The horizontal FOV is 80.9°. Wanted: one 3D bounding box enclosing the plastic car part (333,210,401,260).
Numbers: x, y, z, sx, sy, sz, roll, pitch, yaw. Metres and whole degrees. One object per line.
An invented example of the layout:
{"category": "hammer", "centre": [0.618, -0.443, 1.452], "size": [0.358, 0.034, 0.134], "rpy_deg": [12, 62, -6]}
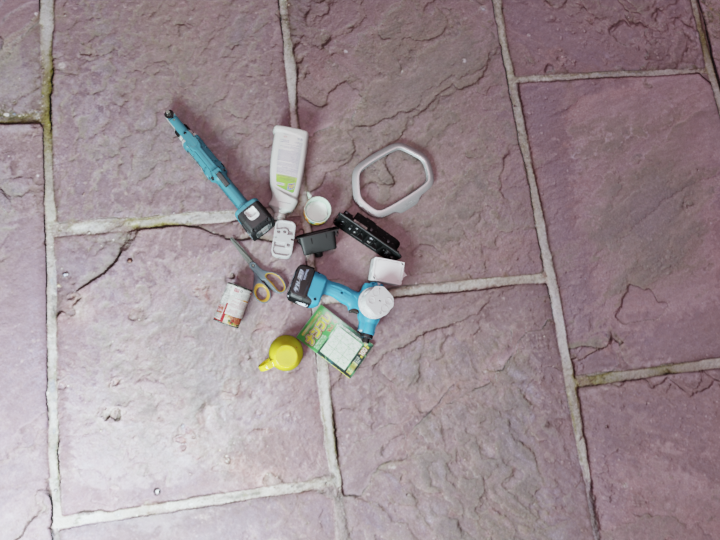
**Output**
{"category": "plastic car part", "centre": [0.027, -0.098, 1.142], "size": [0.204, 0.066, 0.066], "rpy_deg": [38, 54, 2]}

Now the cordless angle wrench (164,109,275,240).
{"category": "cordless angle wrench", "centre": [-0.385, -0.264, 1.119], "size": [0.074, 0.097, 0.429], "rpy_deg": [-39, 83, -10]}

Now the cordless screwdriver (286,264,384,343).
{"category": "cordless screwdriver", "centre": [-0.066, 0.084, 1.088], "size": [0.246, 0.074, 0.161], "rpy_deg": [15, 71, -7]}

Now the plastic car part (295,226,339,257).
{"category": "plastic car part", "centre": [-0.110, -0.072, 1.127], "size": [0.116, 0.067, 0.070], "rpy_deg": [-16, 100, -5]}

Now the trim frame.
{"category": "trim frame", "centre": [0.089, -0.253, 1.185], "size": [0.246, 0.027, 0.186], "rpy_deg": [-33, 85, -11]}
